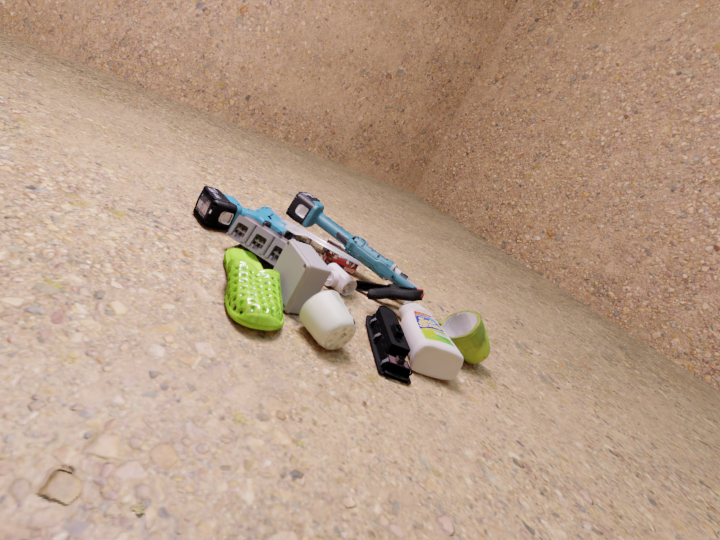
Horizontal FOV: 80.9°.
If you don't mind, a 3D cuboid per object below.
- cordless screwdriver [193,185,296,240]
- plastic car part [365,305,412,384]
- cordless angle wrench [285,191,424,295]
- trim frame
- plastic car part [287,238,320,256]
[{"bbox_3d":[-0.280,-0.127,1.061,0.236,0.074,0.168,10,24,-50],"label":"cordless screwdriver"},{"bbox_3d":[0.053,0.128,0.823,0.065,0.066,0.209,15,18,-14],"label":"plastic car part"},{"bbox_3d":[-0.009,-0.061,1.119,0.434,0.074,0.095,37,14,13],"label":"cordless angle wrench"},{"bbox_3d":[-0.099,-0.065,1.010,0.174,0.027,0.263,29,3,-42],"label":"trim frame"},{"bbox_3d":[-0.141,-0.032,0.984,0.119,0.071,0.065,32,17,8],"label":"plastic car part"}]
